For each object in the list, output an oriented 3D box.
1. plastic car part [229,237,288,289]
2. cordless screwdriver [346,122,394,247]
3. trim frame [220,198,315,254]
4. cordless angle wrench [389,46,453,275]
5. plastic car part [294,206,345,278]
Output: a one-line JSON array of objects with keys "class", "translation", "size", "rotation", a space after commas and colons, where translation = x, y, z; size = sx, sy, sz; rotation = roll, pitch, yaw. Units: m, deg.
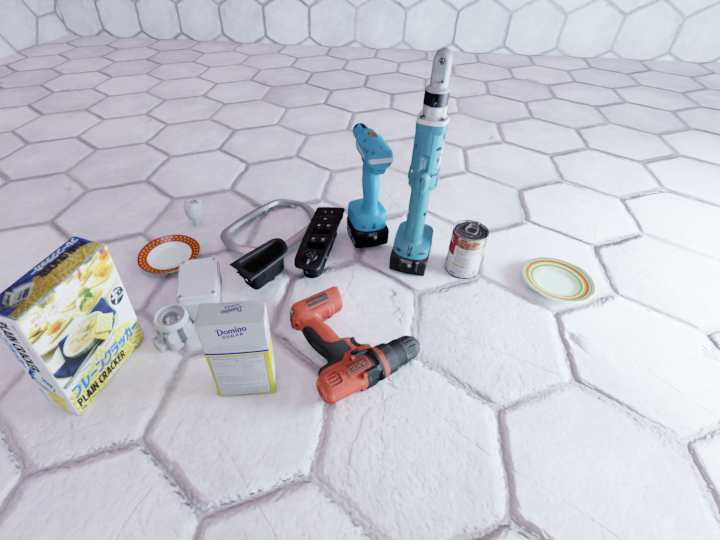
[{"class": "plastic car part", "translation": [-0.188, -0.005, 0.833], "size": [0.069, 0.069, 0.114], "rotation": [31, 49, 30]}, {"class": "cordless screwdriver", "translation": [0.012, -0.180, 0.902], "size": [0.073, 0.241, 0.167], "rotation": [-8, 41, -13]}, {"class": "trim frame", "translation": [-0.206, -0.103, 0.979], "size": [0.193, 0.027, 0.245], "rotation": [24, 46, 26]}, {"class": "cordless angle wrench", "translation": [0.114, -0.173, 0.763], "size": [0.076, 0.410, 0.098], "rotation": [13, 41, 11]}, {"class": "plastic car part", "translation": [-0.088, -0.057, 0.895], "size": [0.068, 0.065, 0.205], "rotation": [9, 42, 9]}]
